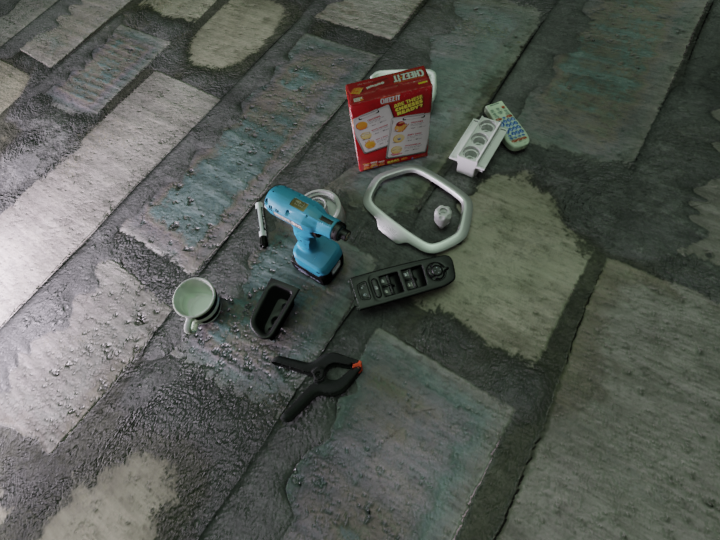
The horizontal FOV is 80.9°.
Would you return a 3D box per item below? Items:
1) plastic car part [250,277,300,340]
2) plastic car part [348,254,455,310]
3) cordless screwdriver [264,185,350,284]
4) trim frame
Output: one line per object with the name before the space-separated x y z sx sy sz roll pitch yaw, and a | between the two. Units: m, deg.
plastic car part | -0.168 0.086 0.831 0.068 0.068 0.117 18 68 17
plastic car part | 0.083 0.027 0.814 0.203 0.064 0.069 -17 63 2
cordless screwdriver | -0.077 -0.050 0.786 0.166 0.239 0.074 30 71 20
trim frame | 0.121 -0.138 0.912 0.183 0.026 0.260 -44 64 -12
